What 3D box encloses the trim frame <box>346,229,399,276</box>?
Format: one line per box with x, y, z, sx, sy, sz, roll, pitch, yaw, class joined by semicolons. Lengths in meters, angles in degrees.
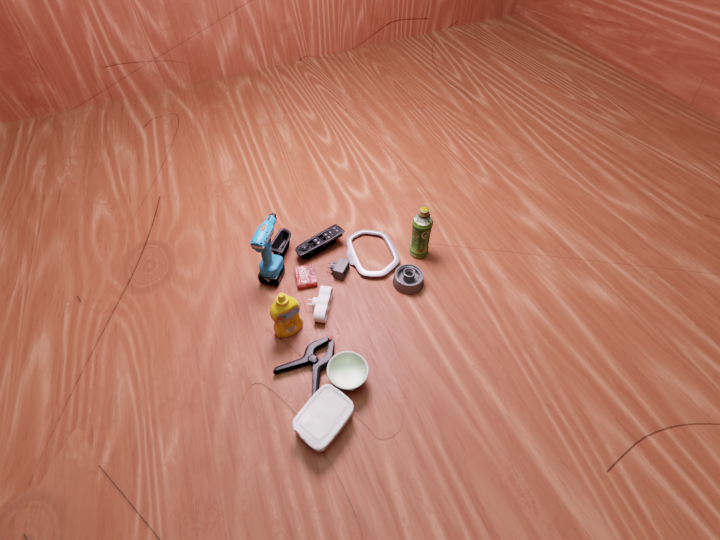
0.040;-0.069;1.592;0.182;0.026;0.260;-15;49;-8;trim frame

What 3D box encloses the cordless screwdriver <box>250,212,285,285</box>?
-0.317;-0.072;1.485;0.076;0.240;0.161;10;50;9;cordless screwdriver

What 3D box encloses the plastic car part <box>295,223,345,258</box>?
-0.158;-0.103;1.615;0.199;0.065;0.070;-28;53;-19;plastic car part

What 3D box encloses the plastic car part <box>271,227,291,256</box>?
-0.300;-0.098;1.621;0.068;0.068;0.117;14;51;14;plastic car part
